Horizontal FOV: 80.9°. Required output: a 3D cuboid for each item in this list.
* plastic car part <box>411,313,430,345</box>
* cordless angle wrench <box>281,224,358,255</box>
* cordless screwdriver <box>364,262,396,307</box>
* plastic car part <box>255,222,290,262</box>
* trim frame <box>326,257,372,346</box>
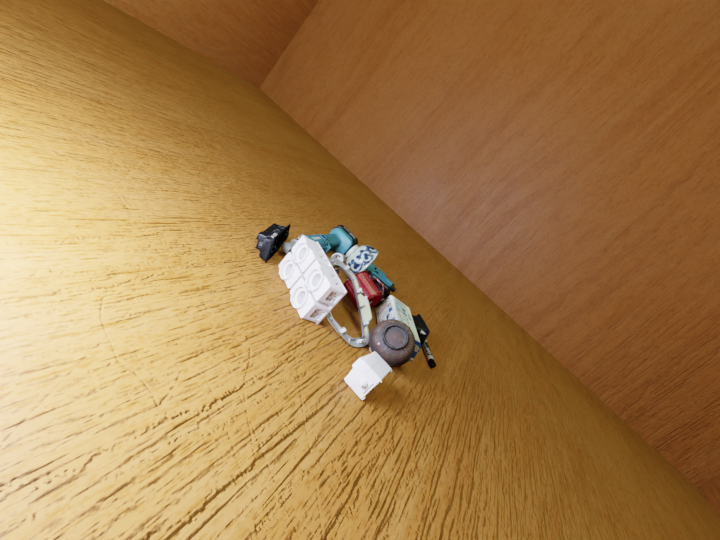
[{"bbox_3d":[0.154,0.170,1.288,0.069,0.065,0.120,20,19,-17],"label":"plastic car part"},{"bbox_3d":[-0.127,-0.083,1.303,0.100,0.074,0.410,44,19,11],"label":"cordless angle wrench"},{"bbox_3d":[0.055,0.046,1.357,0.158,0.074,0.251,39,13,-7],"label":"cordless screwdriver"},{"bbox_3d":[-0.230,-0.082,1.102,0.068,0.065,0.203,15,18,4],"label":"plastic car part"},{"bbox_3d":[-0.036,0.072,1.051,0.174,0.028,0.258,31,35,-43],"label":"trim frame"}]
